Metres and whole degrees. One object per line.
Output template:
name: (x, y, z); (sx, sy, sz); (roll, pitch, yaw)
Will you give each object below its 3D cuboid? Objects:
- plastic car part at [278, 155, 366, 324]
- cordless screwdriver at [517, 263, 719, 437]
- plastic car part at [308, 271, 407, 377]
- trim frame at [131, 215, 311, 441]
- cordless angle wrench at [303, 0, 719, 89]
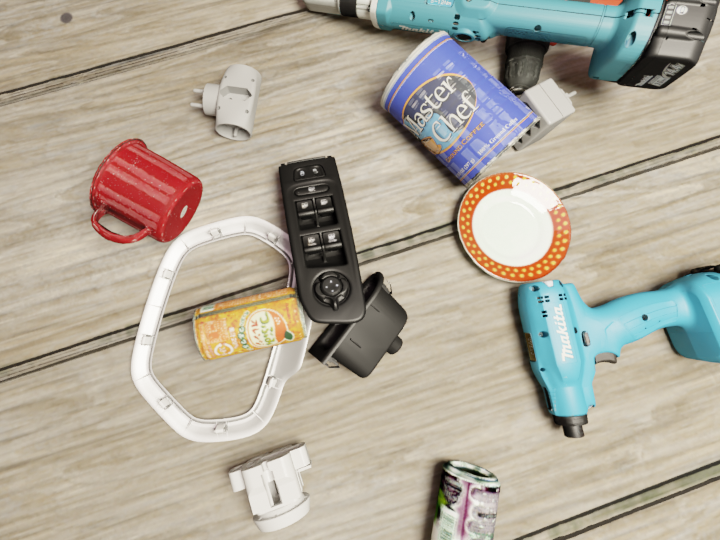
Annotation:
plastic car part: (-0.044, -0.029, 0.450); (0.065, 0.065, 0.211); (-7, 56, -12)
cordless screwdriver: (0.303, 0.077, 0.441); (0.249, 0.073, 0.161); (-8, 79, 1)
plastic car part: (0.009, 0.066, 0.450); (0.070, 0.067, 0.116); (45, 77, -10)
trim frame: (-0.148, 0.057, 0.463); (0.185, 0.027, 0.250); (13, 77, 1)
cordless angle wrench: (0.126, -0.287, 0.474); (0.436, 0.095, 0.074); (18, 97, 16)
